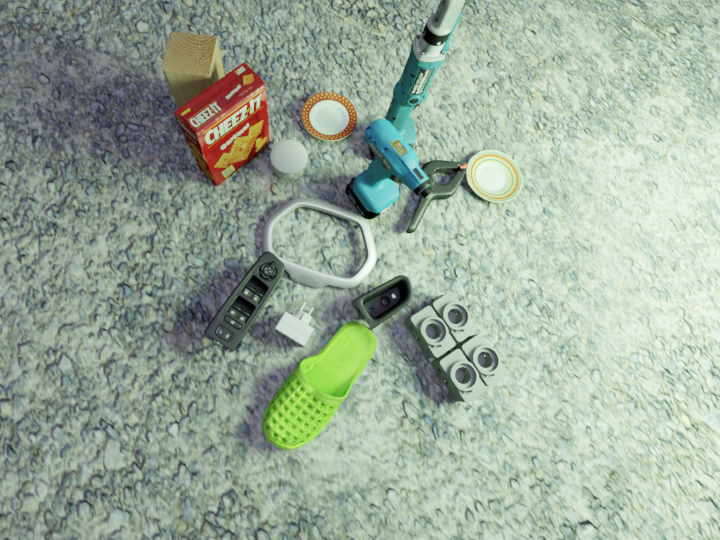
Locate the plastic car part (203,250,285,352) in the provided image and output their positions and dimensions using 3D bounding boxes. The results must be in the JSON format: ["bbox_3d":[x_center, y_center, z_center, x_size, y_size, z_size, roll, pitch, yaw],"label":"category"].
[{"bbox_3d":[-0.217,0.058,0.826,0.067,0.066,0.203,31,74,2],"label":"plastic car part"}]

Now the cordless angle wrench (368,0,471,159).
[{"bbox_3d":[0.095,-0.335,0.782,0.097,0.421,0.076,-5,78,-11],"label":"cordless angle wrench"}]

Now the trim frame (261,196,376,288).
[{"bbox_3d":[-0.087,-0.057,0.890,0.249,0.027,0.185,17,73,1],"label":"trim frame"}]

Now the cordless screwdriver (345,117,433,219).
[{"bbox_3d":[0.052,-0.167,0.819,0.073,0.247,0.162,-34,83,-15],"label":"cordless screwdriver"}]

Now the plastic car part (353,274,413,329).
[{"bbox_3d":[0.047,0.062,0.842,0.115,0.070,0.067,-30,81,-13],"label":"plastic car part"}]
